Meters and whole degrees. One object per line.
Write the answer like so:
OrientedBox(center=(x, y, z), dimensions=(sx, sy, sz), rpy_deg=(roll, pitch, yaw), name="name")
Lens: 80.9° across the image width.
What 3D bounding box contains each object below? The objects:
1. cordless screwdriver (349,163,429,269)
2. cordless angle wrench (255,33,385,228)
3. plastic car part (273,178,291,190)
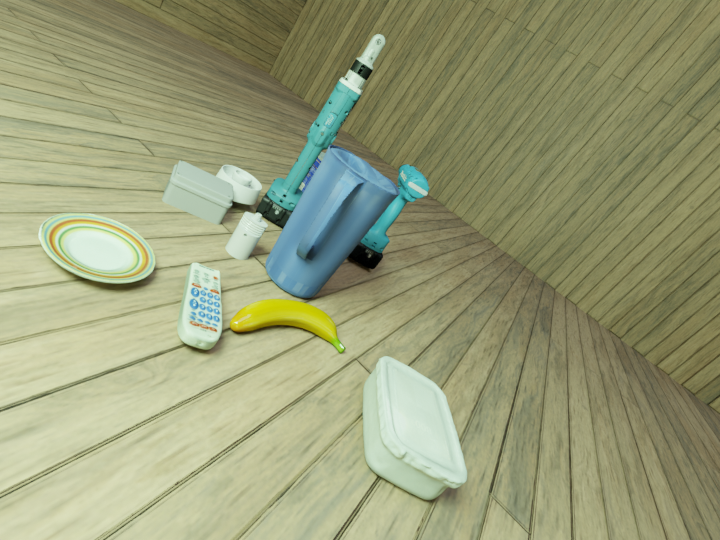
OrientedBox(center=(0.058, -0.135, 0.993), dimensions=(0.072, 0.249, 0.164), rpy_deg=(29, 22, -19), name="cordless screwdriver")
OrientedBox(center=(-0.078, -0.279, 0.862), dimensions=(0.073, 0.423, 0.100), rpy_deg=(32, 21, -12), name="cordless angle wrench")
OrientedBox(center=(-0.128, -0.145, 0.996), dimensions=(0.208, 0.067, 0.065), rpy_deg=(39, 21, 12), name="plastic car part")
